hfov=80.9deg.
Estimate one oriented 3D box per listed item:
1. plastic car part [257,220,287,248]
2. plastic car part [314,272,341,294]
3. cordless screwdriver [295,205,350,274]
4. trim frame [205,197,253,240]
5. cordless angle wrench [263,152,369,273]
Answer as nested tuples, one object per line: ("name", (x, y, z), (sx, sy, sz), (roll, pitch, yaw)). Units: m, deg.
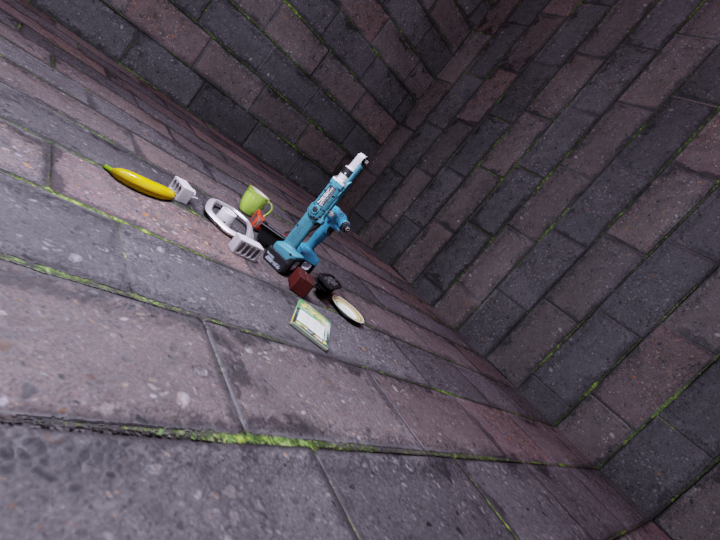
("plastic car part", (-0.289, -0.103, 1.374), (0.117, 0.071, 0.066), (39, 9, 0))
("plastic car part", (-0.106, 0.049, 1.362), (0.068, 0.067, 0.198), (41, 9, 8))
("cordless screwdriver", (-0.132, -0.086, 1.346), (0.070, 0.249, 0.167), (33, 11, -35))
("trim frame", (-0.404, -0.155, 1.321), (0.177, 0.027, 0.257), (35, 10, -22))
("cordless angle wrench", (-0.124, -0.173, 1.249), (0.101, 0.424, 0.072), (43, 10, 17))
